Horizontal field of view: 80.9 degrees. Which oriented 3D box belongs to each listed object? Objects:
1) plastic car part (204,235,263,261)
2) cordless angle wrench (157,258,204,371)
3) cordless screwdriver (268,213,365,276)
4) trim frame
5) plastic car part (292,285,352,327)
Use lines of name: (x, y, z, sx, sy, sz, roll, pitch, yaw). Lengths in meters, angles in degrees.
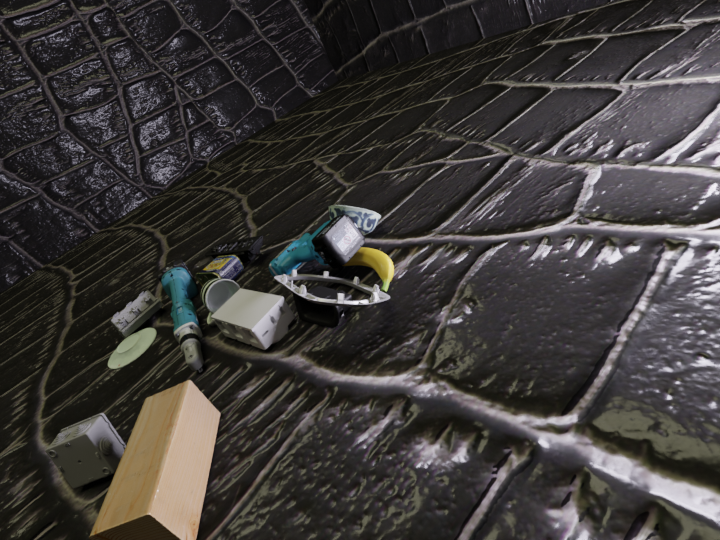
plastic car part: (-0.346, -0.051, 1.171, 0.212, 0.064, 0.066, -1, 45, 34)
cordless angle wrench: (-0.411, 0.097, 0.985, 0.073, 0.094, 0.445, -31, 32, -13)
cordless screwdriver: (-0.091, -0.060, 0.933, 0.258, 0.072, 0.158, -15, 29, 51)
trim frame: (-0.059, 0.027, 0.751, 0.177, 0.027, 0.260, 0, 11, -26)
plastic car part: (-0.061, 0.060, 0.782, 0.123, 0.064, 0.069, 7, 29, 41)
